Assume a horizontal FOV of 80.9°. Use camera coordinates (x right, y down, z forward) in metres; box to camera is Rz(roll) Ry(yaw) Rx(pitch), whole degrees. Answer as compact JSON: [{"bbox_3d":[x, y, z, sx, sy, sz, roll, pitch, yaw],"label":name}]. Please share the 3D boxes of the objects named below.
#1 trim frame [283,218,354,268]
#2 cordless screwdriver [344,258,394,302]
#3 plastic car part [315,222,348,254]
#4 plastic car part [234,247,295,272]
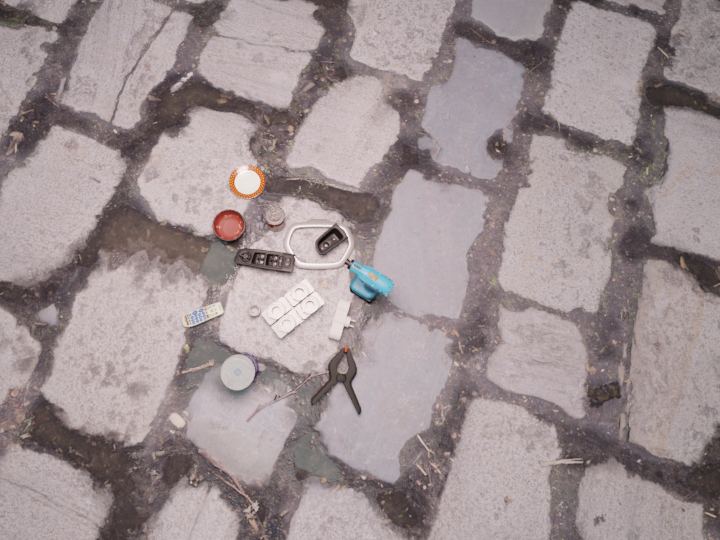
[{"bbox_3d":[-0.145,-0.095,1.481,0.247,0.027,0.187,-2,77,-3],"label":"trim frame"},{"bbox_3d":[0.008,0.030,1.347,0.160,0.248,0.074,33,78,0],"label":"cordless screwdriver"},{"bbox_3d":[-0.110,-0.098,1.462,0.116,0.070,0.067,-39,85,-11],"label":"plastic car part"},{"bbox_3d":[-0.324,-0.034,1.440,0.203,0.066,0.067,9,78,-1],"label":"plastic car part"}]
